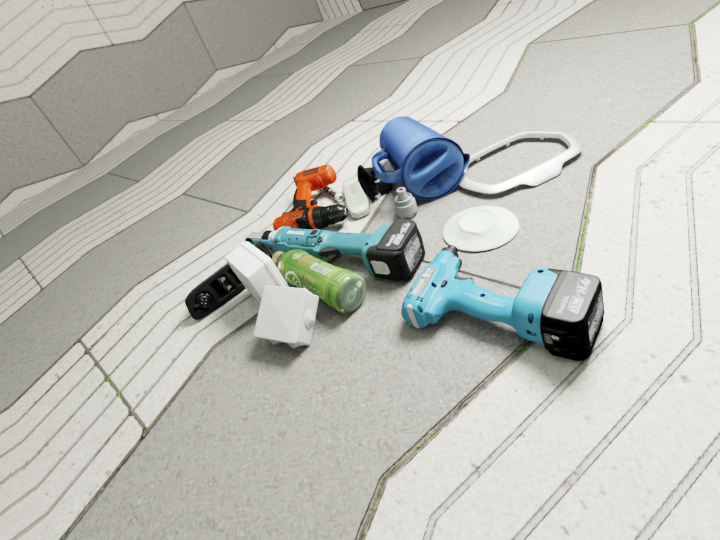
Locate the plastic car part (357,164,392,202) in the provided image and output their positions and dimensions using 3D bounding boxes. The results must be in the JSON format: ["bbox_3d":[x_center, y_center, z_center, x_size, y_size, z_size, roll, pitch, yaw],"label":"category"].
[{"bbox_3d":[0.039,-0.215,0.989,0.070,0.064,0.121,-11,33,-8],"label":"plastic car part"}]

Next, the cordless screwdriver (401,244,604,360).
[{"bbox_3d":[0.196,0.027,0.599,0.262,0.071,0.158,7,47,39],"label":"cordless screwdriver"}]

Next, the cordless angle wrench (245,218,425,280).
[{"bbox_3d":[-0.084,-0.055,0.854,0.445,0.071,0.097,7,46,38],"label":"cordless angle wrench"}]

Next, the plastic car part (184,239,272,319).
[{"bbox_3d":[-0.279,0.017,0.881,0.201,0.063,0.071,-42,31,-21],"label":"plastic car part"}]

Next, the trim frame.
[{"bbox_3d":[0.316,-0.224,0.865,0.247,0.026,0.193,-26,36,-4],"label":"trim frame"}]
